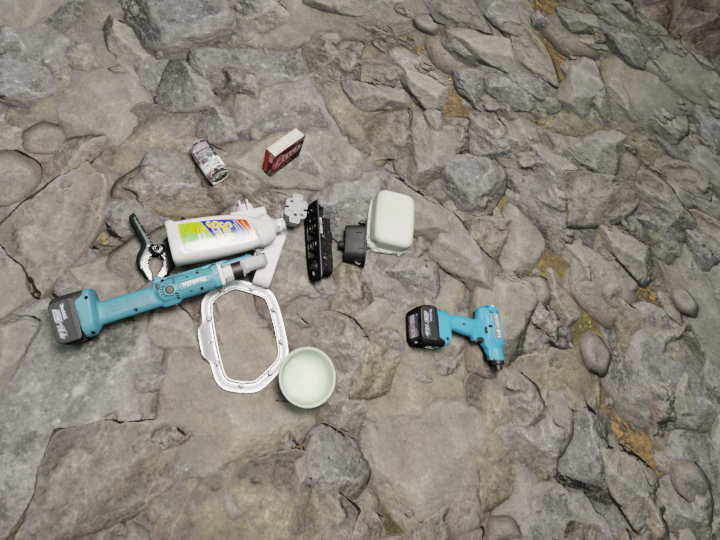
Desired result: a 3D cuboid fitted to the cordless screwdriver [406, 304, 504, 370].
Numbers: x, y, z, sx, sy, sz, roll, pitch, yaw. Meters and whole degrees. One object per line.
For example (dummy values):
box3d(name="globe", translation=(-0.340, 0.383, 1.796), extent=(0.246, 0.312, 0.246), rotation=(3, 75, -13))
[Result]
box3d(name="cordless screwdriver", translation=(0.238, 0.162, 1.024), extent=(0.241, 0.075, 0.163), rotation=(4, 68, -19))

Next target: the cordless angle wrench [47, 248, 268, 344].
box3d(name="cordless angle wrench", translation=(-0.394, 0.040, 0.872), extent=(0.414, 0.075, 0.098), rotation=(-19, 87, -17))

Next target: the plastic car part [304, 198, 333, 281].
box3d(name="plastic car part", translation=(-0.101, -0.066, 1.032), extent=(0.063, 0.068, 0.208), rotation=(18, 60, -40))

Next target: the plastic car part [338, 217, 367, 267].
box3d(name="plastic car part", translation=(-0.019, -0.069, 1.057), extent=(0.071, 0.065, 0.118), rotation=(6, 70, 1))

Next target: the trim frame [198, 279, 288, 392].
box3d(name="trim frame", translation=(-0.256, 0.138, 0.921), extent=(0.179, 0.027, 0.254), rotation=(-11, 74, -18))
